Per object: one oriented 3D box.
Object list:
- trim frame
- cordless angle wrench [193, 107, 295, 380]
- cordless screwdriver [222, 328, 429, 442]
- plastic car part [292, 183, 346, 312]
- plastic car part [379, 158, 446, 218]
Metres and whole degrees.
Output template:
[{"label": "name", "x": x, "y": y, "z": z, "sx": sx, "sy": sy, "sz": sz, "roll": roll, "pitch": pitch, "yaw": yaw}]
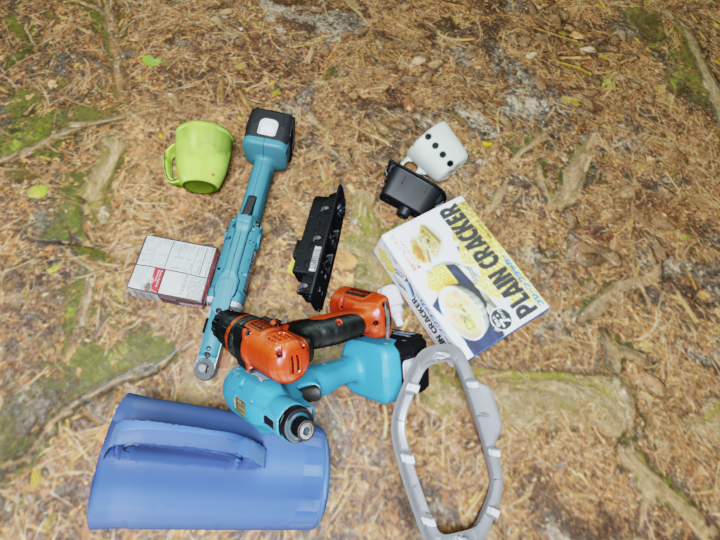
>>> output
[{"label": "trim frame", "x": 0.114, "y": 0.211, "z": 0.507, "sx": 0.178, "sy": 0.028, "sz": 0.248, "roll": -22, "pitch": 93, "yaw": -41}, {"label": "cordless angle wrench", "x": -0.177, "y": -0.051, "z": 0.641, "sx": 0.074, "sy": 0.097, "sz": 0.429, "roll": 11, "pitch": 69, "yaw": -4}, {"label": "cordless screwdriver", "x": -0.018, "y": 0.129, "z": 0.488, "sx": 0.238, "sy": 0.166, "sz": 0.074, "roll": -6, "pitch": 95, "yaw": -35}, {"label": "plastic car part", "x": -0.065, "y": -0.042, "z": 0.660, "sx": 0.070, "sy": 0.063, "sz": 0.205, "roll": 5, "pitch": 64, "yaw": 23}, {"label": "plastic car part", "x": 0.080, "y": -0.124, "z": 0.713, "sx": 0.118, "sy": 0.065, "sz": 0.071, "roll": 33, "pitch": 81, "yaw": 5}]
